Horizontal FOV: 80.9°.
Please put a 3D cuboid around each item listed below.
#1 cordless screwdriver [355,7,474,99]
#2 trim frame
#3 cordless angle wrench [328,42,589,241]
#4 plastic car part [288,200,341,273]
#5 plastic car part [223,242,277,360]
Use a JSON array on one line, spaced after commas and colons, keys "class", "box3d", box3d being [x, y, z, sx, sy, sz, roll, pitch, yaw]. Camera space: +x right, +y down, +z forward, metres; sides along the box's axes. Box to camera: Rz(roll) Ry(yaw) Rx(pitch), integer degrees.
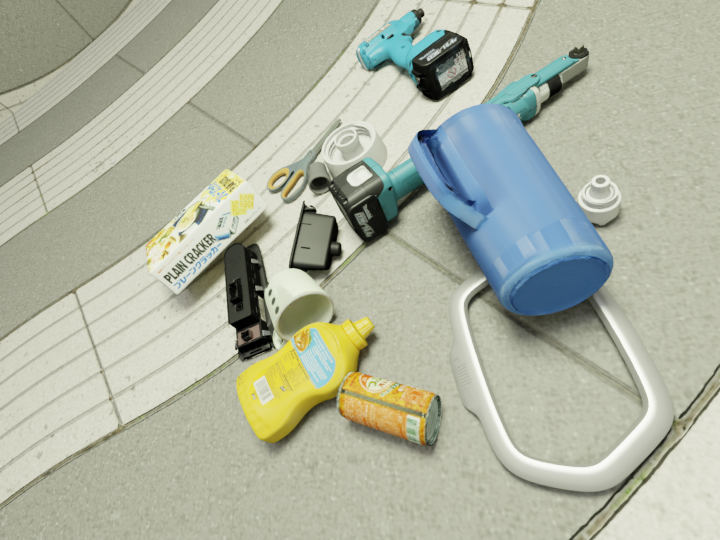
[{"class": "cordless screwdriver", "box3d": [0.113, -0.421, 0.792, 0.159, 0.070, 0.263, -39, 47, 0]}, {"class": "trim frame", "box3d": [0.189, 0.092, 0.447, 0.187, 0.026, 0.258, -21, 54, 14]}, {"class": "cordless angle wrench", "box3d": [0.154, -0.198, 0.622, 0.423, 0.093, 0.078, -33, 51, 0]}, {"class": "plastic car part", "box3d": [-0.064, -0.042, 0.652, 0.072, 0.063, 0.119, 1, 63, 11]}, {"class": "plastic car part", "box3d": [-0.185, 0.032, 0.665, 0.067, 0.063, 0.212, -30, 48, 15]}]
